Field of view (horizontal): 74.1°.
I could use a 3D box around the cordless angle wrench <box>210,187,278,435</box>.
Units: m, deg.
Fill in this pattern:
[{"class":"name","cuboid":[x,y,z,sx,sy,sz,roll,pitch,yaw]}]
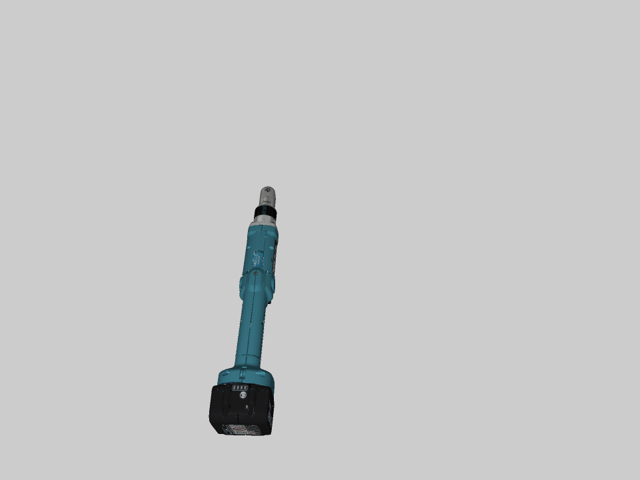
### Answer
[{"class":"cordless angle wrench","cuboid":[-0.099,0.074,0.669,0.074,0.421,0.098,1,-36,-1]}]
